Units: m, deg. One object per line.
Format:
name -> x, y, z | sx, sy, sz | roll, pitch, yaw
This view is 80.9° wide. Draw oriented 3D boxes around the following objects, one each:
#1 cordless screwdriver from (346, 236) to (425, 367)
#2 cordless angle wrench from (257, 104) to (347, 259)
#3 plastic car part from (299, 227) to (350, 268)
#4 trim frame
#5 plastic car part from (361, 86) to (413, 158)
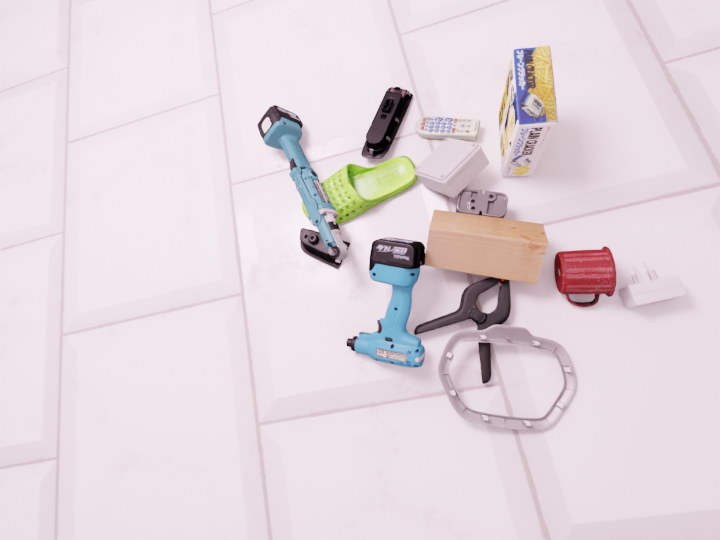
cordless screwdriver -> 0.048, 0.060, 0.836 | 0.166, 0.072, 0.247 | 5, 97, 28
cordless angle wrench -> -0.120, -0.196, 0.931 | 0.075, 0.093, 0.441 | -44, 56, 30
plastic car part -> -0.092, -0.060, 0.939 | 0.120, 0.069, 0.066 | 23, 81, 15
trim frame -> 0.269, 0.195, 0.778 | 0.251, 0.027, 0.185 | 6, 81, 7
plastic car part -> 0.060, -0.350, 0.981 | 0.068, 0.065, 0.204 | 20, 78, 11
